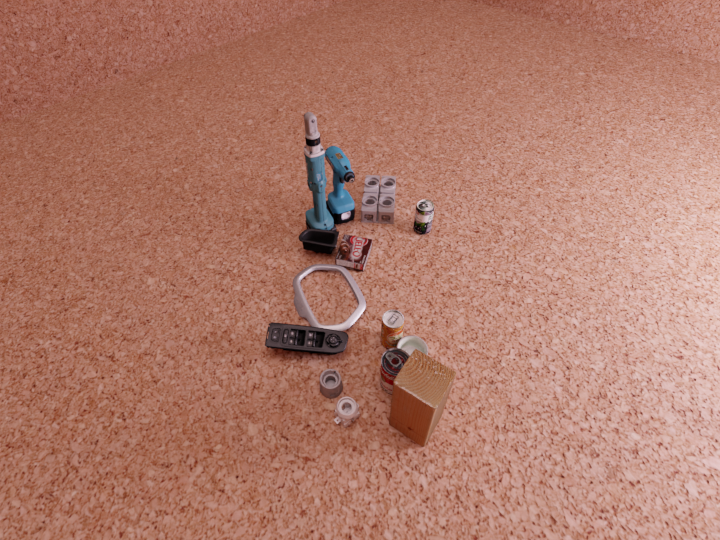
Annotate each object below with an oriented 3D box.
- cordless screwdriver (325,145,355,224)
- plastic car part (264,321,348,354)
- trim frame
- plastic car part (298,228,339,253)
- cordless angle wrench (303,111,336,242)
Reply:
[{"bbox_3d":[-0.056,-0.245,1.307,0.073,0.240,0.167,-18,50,-15],"label":"cordless screwdriver"},{"bbox_3d":[-0.132,0.180,1.056,0.205,0.064,0.068,2,49,7],"label":"plastic car part"},{"bbox_3d":[-0.093,0.071,1.175,0.181,0.026,0.261,-21,50,-13],"label":"trim frame"},{"bbox_3d":[-0.126,-0.082,1.285,0.119,0.068,0.067,7,49,10],"label":"plastic car part"},{"bbox_3d":[-0.126,-0.256,1.211,0.073,0.408,0.103,-21,52,-17],"label":"cordless angle wrench"}]
